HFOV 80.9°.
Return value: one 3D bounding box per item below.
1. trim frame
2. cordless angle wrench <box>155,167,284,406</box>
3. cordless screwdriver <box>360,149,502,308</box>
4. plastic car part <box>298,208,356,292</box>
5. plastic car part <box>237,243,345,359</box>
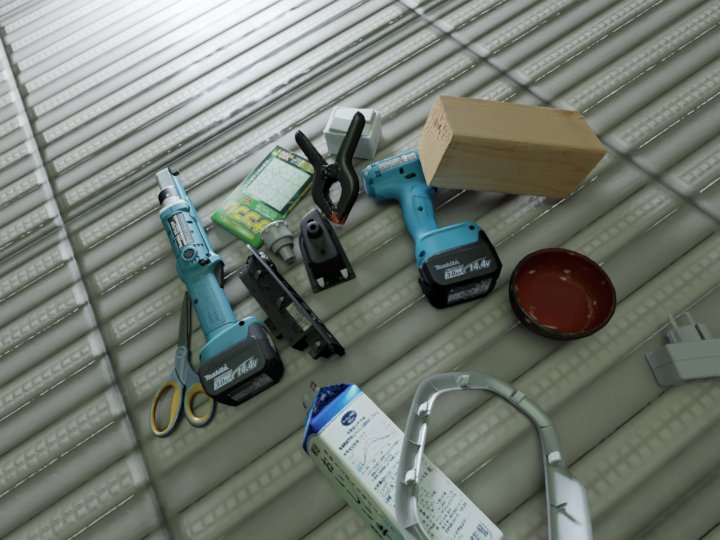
[{"bbox_3d":[0.131,0.204,0.420,0.187,0.027,0.249,21,41,5],"label":"trim frame"},{"bbox_3d":[-0.244,-0.012,0.635,0.097,0.071,0.443,-30,60,-7],"label":"cordless angle wrench"},{"bbox_3d":[0.116,-0.081,0.600,0.159,0.071,0.260,-21,58,-3],"label":"cordless screwdriver"},{"bbox_3d":[-0.060,-0.039,0.611,0.066,0.068,0.121,-21,65,-3],"label":"plastic car part"},{"bbox_3d":[-0.106,0.048,0.582,0.067,0.063,0.212,-43,63,6],"label":"plastic car part"}]
